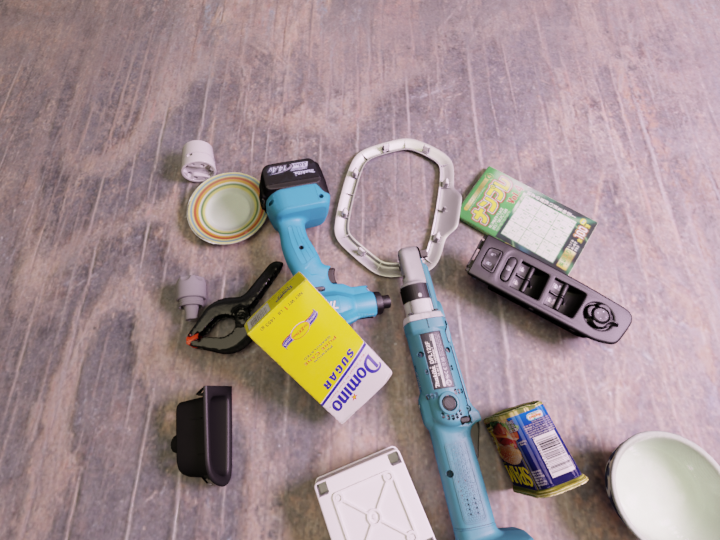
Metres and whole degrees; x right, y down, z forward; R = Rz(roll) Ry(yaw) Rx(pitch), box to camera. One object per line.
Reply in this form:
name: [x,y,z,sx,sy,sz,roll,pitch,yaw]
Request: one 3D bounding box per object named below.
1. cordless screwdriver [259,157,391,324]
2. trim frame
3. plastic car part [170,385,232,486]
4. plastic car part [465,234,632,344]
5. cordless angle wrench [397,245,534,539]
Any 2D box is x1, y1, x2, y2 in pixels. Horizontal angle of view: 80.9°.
cordless screwdriver: [-0.059,-0.039,0.602,0.156,0.073,0.256,-8,67,-12]
trim frame: [0.060,-0.107,0.659,0.187,0.027,0.251,12,67,8]
plastic car part: [-0.204,0.209,0.534,0.072,0.063,0.119,-9,70,14]
plastic car part: [0.241,0.034,0.562,0.210,0.065,0.066,28,65,18]
cordless angle wrench: [0.105,0.164,0.515,0.098,0.072,0.435,-11,67,-2]
